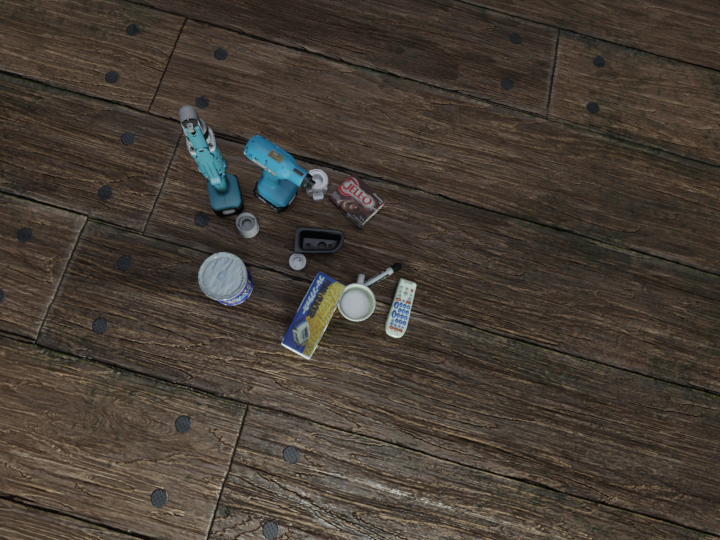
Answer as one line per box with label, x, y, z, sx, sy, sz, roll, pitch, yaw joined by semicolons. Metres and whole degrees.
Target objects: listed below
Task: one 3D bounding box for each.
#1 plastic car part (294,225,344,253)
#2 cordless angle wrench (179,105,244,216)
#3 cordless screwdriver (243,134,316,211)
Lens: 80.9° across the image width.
plastic car part;-0.100;-0.065;1.020;0.116;0.070;0.067;3;79;-4
cordless angle wrench;-0.303;-0.215;0.863;0.073;0.422;0.099;-12;83;-11
cordless screwdriver;-0.175;-0.199;0.955;0.160;0.248;0.074;35;77;0
